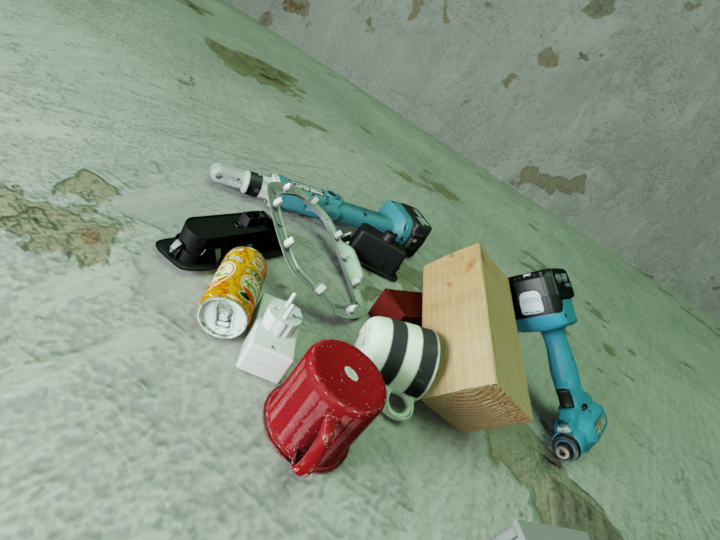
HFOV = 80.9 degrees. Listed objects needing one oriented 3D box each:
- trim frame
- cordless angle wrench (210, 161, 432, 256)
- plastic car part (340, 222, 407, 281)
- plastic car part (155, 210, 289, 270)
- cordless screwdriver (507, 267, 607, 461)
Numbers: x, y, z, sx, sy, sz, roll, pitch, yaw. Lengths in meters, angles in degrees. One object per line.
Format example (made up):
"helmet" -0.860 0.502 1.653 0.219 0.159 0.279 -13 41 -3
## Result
"trim frame" -0.060 -0.039 0.614 0.174 0.028 0.260 31 28 -47
"cordless angle wrench" -0.062 -0.117 0.762 0.404 0.074 0.103 13 33 -28
"plastic car part" 0.028 -0.040 0.723 0.115 0.071 0.067 26 30 -6
"plastic car part" -0.162 -0.044 0.549 0.068 0.067 0.196 49 33 13
"cordless screwdriver" 0.273 0.124 0.597 0.152 0.077 0.252 -3 76 -50
